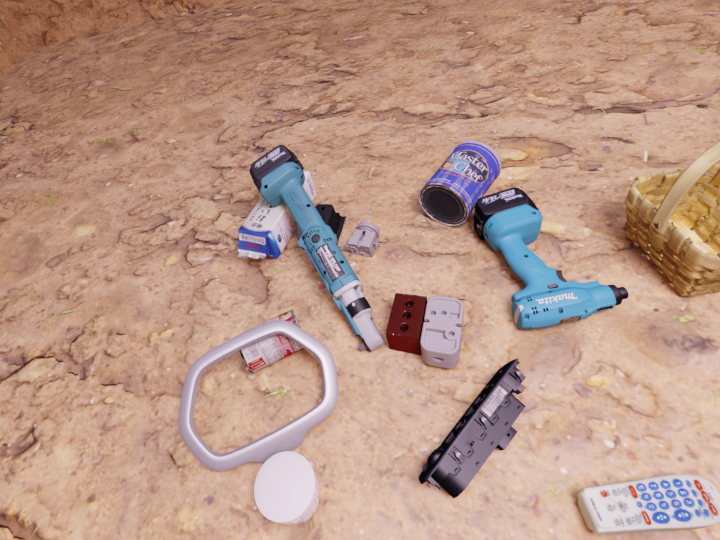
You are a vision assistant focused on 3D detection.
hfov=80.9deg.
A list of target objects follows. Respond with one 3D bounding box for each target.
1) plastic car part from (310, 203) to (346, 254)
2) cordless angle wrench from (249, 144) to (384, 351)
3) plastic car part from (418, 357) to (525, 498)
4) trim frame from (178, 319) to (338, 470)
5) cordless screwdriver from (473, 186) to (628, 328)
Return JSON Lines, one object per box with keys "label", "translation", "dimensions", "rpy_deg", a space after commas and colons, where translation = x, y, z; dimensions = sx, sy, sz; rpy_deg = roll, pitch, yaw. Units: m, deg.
{"label": "plastic car part", "translation": [-0.077, -0.091, 0.856], "dimensions": [0.068, 0.068, 0.118], "rpy_deg": [1, 48, 16]}
{"label": "cordless angle wrench", "translation": [-0.075, -0.049, 0.763], "dimensions": [0.098, 0.071, 0.440], "rpy_deg": [-33, 65, 4]}
{"label": "plastic car part", "translation": [0.152, 0.208, 0.545], "dimensions": [0.200, 0.065, 0.069], "rpy_deg": [-39, 78, -19]}
{"label": "trim frame", "translation": [-0.153, 0.183, 0.628], "dimensions": [0.247, 0.027, 0.190], "rpy_deg": [-27, 70, -6]}
{"label": "cordless screwdriver", "translation": [0.294, -0.029, 0.694], "dimensions": [0.160, 0.071, 0.259], "rpy_deg": [-14, 52, 3]}
